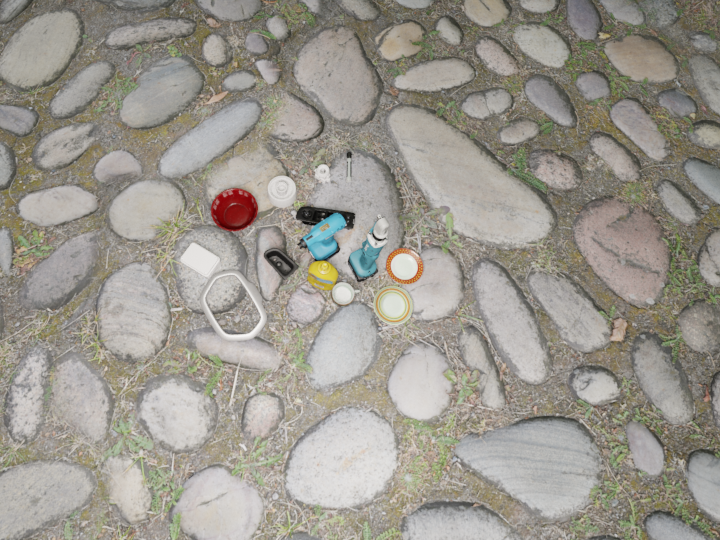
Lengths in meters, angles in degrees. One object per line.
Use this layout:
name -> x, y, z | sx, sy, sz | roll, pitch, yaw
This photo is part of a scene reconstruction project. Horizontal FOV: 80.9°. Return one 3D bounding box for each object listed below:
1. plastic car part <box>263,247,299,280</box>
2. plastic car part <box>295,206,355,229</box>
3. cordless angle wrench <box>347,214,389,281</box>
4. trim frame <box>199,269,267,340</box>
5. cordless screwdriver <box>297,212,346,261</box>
plastic car part -> -0.267, -0.022, 1.408 | 0.119, 0.070, 0.065 | 43, 74, 9
plastic car part -> -0.123, -0.179, 1.469 | 0.203, 0.066, 0.067 | 10, 72, 0
cordless angle wrench -> 0.032, -0.063, 1.252 | 0.073, 0.419, 0.100 | -25, 79, -14
trim frame -> -0.413, 0.114, 1.378 | 0.182, 0.027, 0.255 | -33, 76, -13
cordless screwdriver -> -0.131, -0.086, 1.343 | 0.157, 0.246, 0.076 | -34, 81, -15
